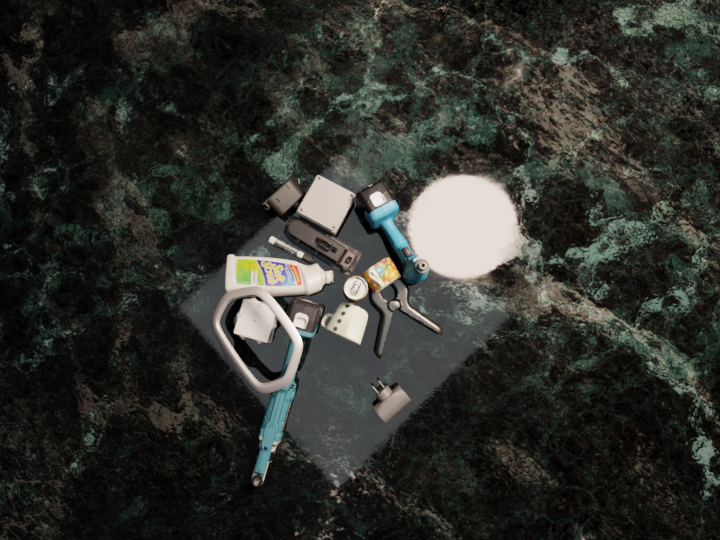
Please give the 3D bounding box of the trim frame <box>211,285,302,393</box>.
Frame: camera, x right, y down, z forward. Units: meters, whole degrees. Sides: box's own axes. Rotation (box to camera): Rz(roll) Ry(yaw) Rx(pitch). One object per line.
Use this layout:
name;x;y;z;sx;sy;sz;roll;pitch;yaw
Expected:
trim frame;-0.233;0.150;0.936;0.185;0.027;0.255;-43;75;10

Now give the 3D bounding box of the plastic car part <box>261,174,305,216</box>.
plastic car part;-0.182;-0.176;1.047;0.116;0.067;0.070;-41;99;-7

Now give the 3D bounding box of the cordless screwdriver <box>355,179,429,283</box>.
cordless screwdriver;0.079;-0.087;0.963;0.074;0.157;0.253;-28;80;-4

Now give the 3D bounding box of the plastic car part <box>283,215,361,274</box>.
plastic car part;-0.100;-0.065;1.021;0.207;0.066;0.066;31;91;10

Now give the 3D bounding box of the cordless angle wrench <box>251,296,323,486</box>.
cordless angle wrench;-0.176;0.274;0.961;0.075;0.097;0.424;15;86;2
